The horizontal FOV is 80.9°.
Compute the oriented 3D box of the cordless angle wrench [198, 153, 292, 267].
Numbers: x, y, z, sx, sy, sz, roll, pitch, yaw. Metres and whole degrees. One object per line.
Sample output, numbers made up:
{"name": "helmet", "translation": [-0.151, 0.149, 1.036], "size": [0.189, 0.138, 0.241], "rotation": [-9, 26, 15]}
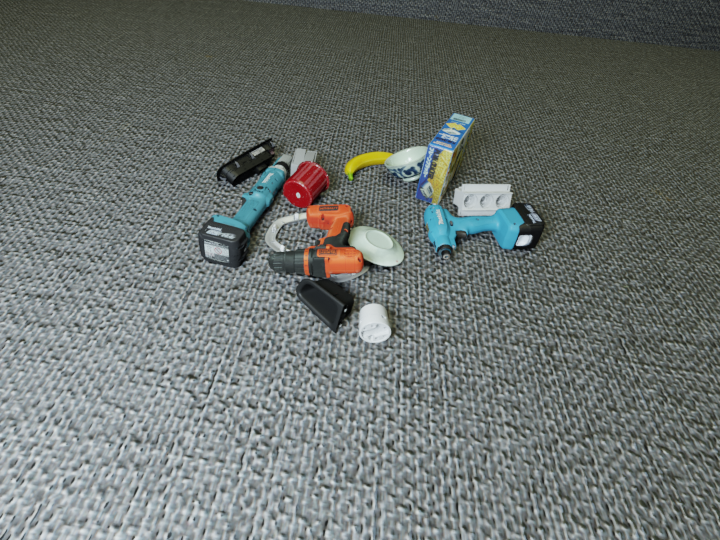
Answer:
{"name": "cordless angle wrench", "translation": [-0.240, -0.173, 1.000], "size": [0.099, 0.072, 0.427], "rotation": [13, 42, 5]}

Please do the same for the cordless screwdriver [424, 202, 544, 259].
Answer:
{"name": "cordless screwdriver", "translation": [0.277, -0.084, 0.951], "size": [0.249, 0.072, 0.164], "rotation": [0, 44, 0]}

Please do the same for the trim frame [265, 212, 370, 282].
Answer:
{"name": "trim frame", "translation": [-0.090, -0.059, 0.922], "size": [0.259, 0.027, 0.181], "rotation": [29, 50, 21]}

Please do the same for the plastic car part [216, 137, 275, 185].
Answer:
{"name": "plastic car part", "translation": [-0.293, -0.276, 1.113], "size": [0.068, 0.067, 0.199], "rotation": [48, 51, 3]}

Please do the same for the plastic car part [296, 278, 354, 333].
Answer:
{"name": "plastic car part", "translation": [-0.058, 0.050, 0.793], "size": [0.068, 0.065, 0.123], "rotation": [-14, 41, -42]}
